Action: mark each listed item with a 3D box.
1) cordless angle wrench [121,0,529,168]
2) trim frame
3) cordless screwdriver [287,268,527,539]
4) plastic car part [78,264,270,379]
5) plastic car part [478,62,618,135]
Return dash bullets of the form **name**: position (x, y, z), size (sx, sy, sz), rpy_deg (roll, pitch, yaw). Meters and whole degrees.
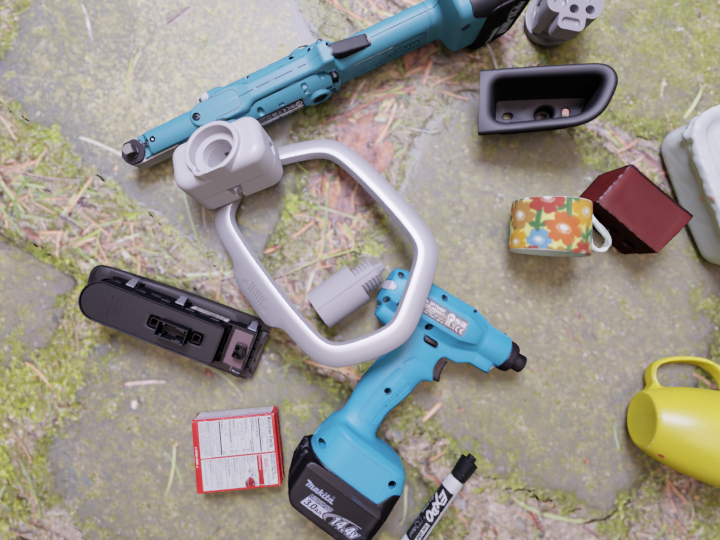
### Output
- **cordless angle wrench**: position (-0.050, -0.201, 0.431), size (0.425, 0.097, 0.074), rpy_deg (-23, 91, 4)
- **trim frame**: position (-0.041, -0.027, 0.420), size (0.184, 0.027, 0.256), rpy_deg (-40, 73, -3)
- **cordless screwdriver**: position (0.044, 0.140, 0.419), size (0.160, 0.074, 0.249), rpy_deg (30, 85, 1)
- **plastic car part**: position (-0.201, 0.054, 0.434), size (0.205, 0.067, 0.066), rpy_deg (21, 96, 4)
- **plastic car part**: position (0.180, -0.164, 0.427), size (0.120, 0.069, 0.066), rpy_deg (3, 90, 16)
